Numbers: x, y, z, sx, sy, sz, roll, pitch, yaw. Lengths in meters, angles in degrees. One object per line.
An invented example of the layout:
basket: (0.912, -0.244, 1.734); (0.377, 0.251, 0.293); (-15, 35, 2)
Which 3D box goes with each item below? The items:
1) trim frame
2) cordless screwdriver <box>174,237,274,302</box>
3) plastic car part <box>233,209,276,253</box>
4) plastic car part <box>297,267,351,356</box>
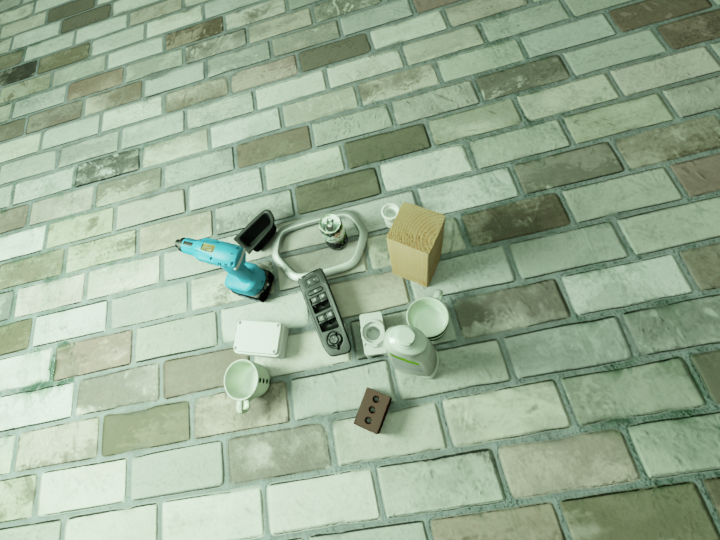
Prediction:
trim frame: (-0.104, -0.068, 1.062); (0.250, 0.026, 0.190); (-16, 65, 6)
cordless screwdriver: (-0.303, -0.007, 0.965); (0.164, 0.239, 0.075); (14, 72, 15)
plastic car part: (-0.255, -0.092, 1.084); (0.069, 0.068, 0.116); (40, 81, 22)
plastic car part: (-0.078, 0.101, 0.963); (0.066, 0.064, 0.211); (-24, 64, 1)
